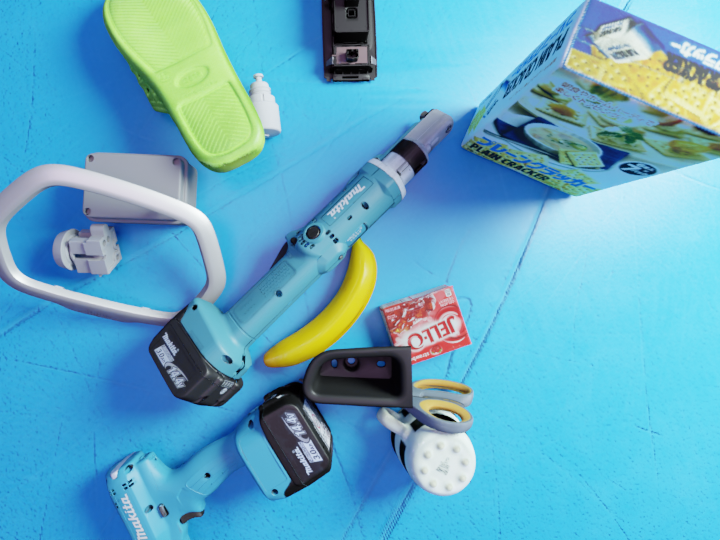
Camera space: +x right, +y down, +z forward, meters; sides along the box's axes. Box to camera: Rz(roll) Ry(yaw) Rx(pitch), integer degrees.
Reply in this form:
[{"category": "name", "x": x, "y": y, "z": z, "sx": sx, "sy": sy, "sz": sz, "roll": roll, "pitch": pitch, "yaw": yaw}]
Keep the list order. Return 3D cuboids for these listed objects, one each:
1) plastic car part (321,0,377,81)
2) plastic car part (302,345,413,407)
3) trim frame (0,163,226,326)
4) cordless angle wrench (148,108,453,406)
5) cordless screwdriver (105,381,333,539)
[{"category": "plastic car part", "x": -0.016, "y": -0.334, "z": 0.502, "sx": 0.067, "sy": 0.066, "sz": 0.204, "roll": -2, "pitch": 86, "yaw": 4}, {"category": "plastic car part", "x": -0.003, "y": 0.111, "z": 0.477, "sx": 0.118, "sy": 0.070, "sz": 0.066, "roll": -1, "pitch": 92, "yaw": 6}, {"category": "trim frame", "x": -0.269, "y": -0.015, "z": 0.459, "sx": 0.240, "sy": 0.029, "sz": 0.183, "roll": 17, "pitch": 115, "yaw": -20}, {"category": "cordless angle wrench", "x": -0.046, "y": -0.030, "z": 0.475, "sx": 0.422, "sy": 0.071, "sz": 0.103, "roll": -45, "pitch": 59, "yaw": -5}, {"category": "cordless screwdriver", "x": -0.146, "y": 0.244, "z": 0.475, "sx": 0.249, "sy": 0.074, "sz": 0.159, "roll": -27, "pitch": 90, "yaw": 2}]
